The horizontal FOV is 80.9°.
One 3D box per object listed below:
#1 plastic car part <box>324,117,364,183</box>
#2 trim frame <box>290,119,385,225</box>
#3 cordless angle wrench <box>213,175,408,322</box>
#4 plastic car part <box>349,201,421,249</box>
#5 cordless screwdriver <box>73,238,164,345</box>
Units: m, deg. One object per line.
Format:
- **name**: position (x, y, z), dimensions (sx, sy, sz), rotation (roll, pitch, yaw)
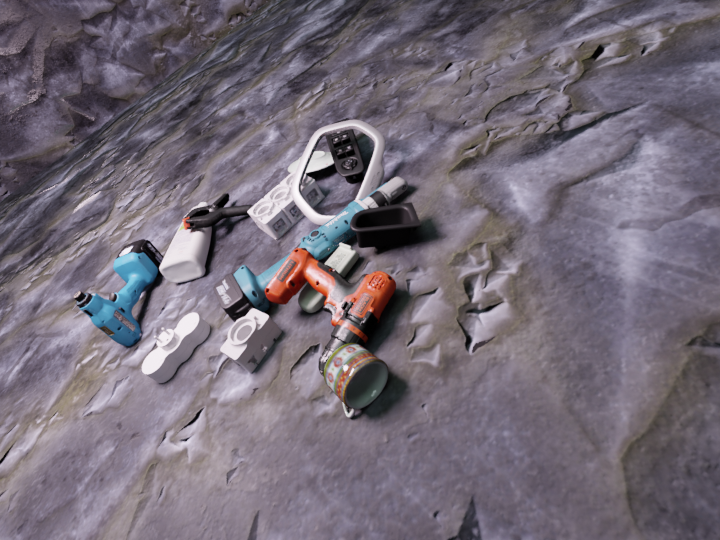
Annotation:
- **plastic car part**: position (-0.035, -0.270, 0.980), dimensions (0.066, 0.064, 0.212), rotation (-15, 47, -1)
- **trim frame**: position (-0.045, -0.209, 0.895), dimensions (0.190, 0.026, 0.249), rotation (17, 78, 17)
- **cordless angle wrench**: position (-0.079, -0.052, 0.808), dimensions (0.421, 0.070, 0.103), rotation (-36, 42, -7)
- **plastic car part**: position (0.041, -0.070, 0.748), dimensions (0.117, 0.068, 0.068), rotation (-9, 43, 2)
- **cordless screwdriver**: position (-0.530, 0.027, 0.940), dimensions (0.075, 0.151, 0.258), rotation (-20, 41, 12)
